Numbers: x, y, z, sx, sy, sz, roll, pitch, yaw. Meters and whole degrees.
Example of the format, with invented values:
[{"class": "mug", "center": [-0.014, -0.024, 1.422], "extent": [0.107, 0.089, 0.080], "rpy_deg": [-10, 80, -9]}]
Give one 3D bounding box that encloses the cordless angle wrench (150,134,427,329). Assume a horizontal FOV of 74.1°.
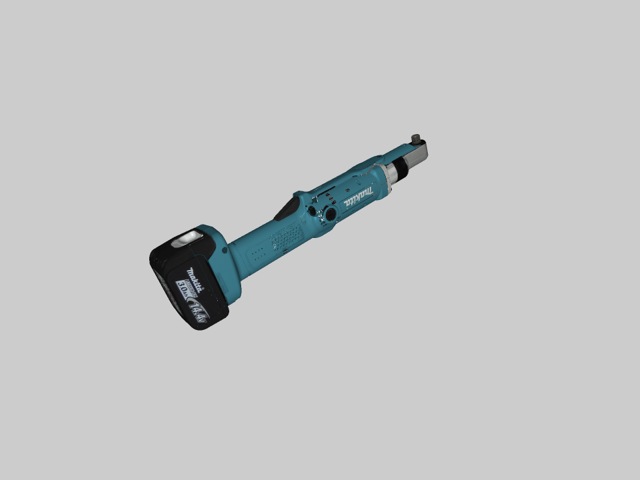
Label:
[{"class": "cordless angle wrench", "center": [-0.004, -0.039, 0.557], "extent": [0.422, 0.098, 0.074], "rpy_deg": [-31, 29, -25]}]
